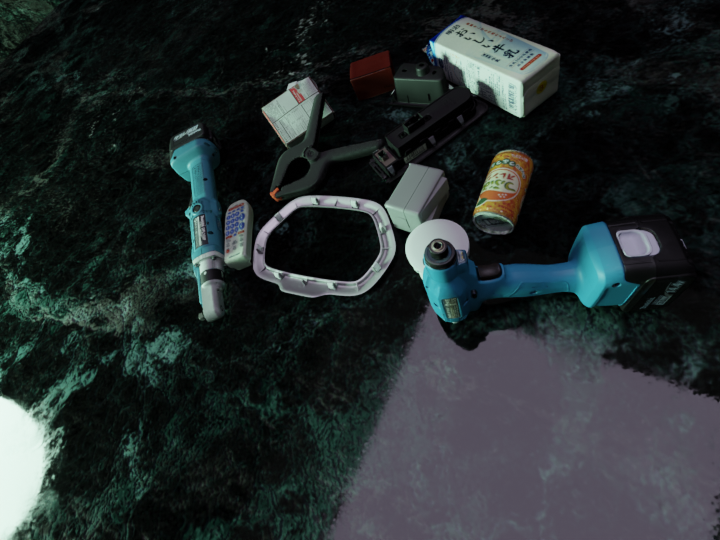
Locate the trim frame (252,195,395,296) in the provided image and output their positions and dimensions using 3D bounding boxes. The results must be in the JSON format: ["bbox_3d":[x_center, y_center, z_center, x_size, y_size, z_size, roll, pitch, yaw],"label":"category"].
[{"bbox_3d":[-0.065,-0.043,0.666,0.259,0.026,0.185,10,67,26],"label":"trim frame"}]

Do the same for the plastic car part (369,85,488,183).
[{"bbox_3d":[0.105,-0.230,0.681,0.203,0.063,0.070,-32,48,1],"label":"plastic car part"}]

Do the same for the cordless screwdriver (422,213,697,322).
[{"bbox_3d":[0.193,-0.004,0.451,0.255,0.151,0.076,-9,59,17],"label":"cordless screwdriver"}]

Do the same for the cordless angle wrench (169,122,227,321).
[{"bbox_3d":[-0.286,-0.100,0.775,0.099,0.070,0.441,-25,57,8],"label":"cordless angle wrench"}]

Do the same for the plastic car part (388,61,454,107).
[{"bbox_3d":[0.105,-0.325,0.728,0.123,0.067,0.066,20,72,34],"label":"plastic car part"}]
